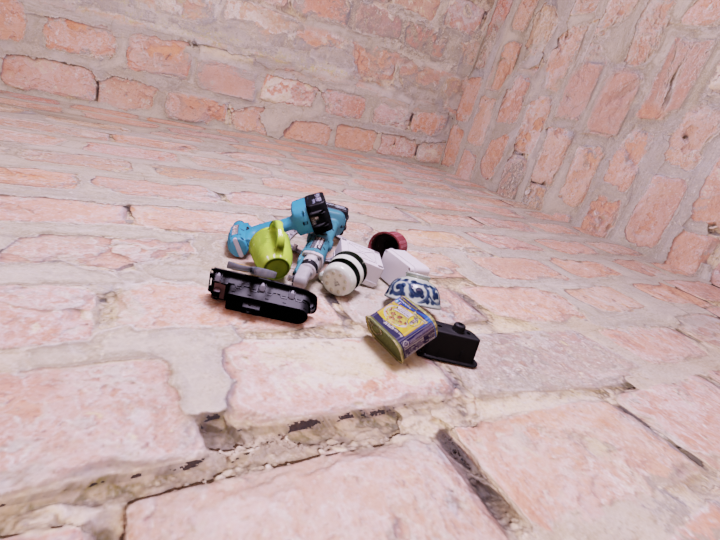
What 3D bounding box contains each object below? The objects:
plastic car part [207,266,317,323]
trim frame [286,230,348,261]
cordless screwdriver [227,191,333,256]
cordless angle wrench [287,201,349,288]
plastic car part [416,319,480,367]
[{"bbox_3d":[-0.173,0.051,0.756,0.200,0.065,0.069,11,31,-10],"label":"plastic car part"},{"bbox_3d":[-0.114,-0.079,1.153,0.187,0.027,0.248,18,21,5],"label":"trim frame"},{"bbox_3d":[-0.197,-0.116,1.013,0.248,0.072,0.165,-19,28,-3],"label":"cordless screwdriver"},{"bbox_3d":[-0.100,-0.065,1.019,0.098,0.073,0.428,13,26,0],"label":"cordless angle wrench"},{"bbox_3d":[0.164,0.127,0.776,0.116,0.070,0.067,12,23,-2],"label":"plastic car part"}]
